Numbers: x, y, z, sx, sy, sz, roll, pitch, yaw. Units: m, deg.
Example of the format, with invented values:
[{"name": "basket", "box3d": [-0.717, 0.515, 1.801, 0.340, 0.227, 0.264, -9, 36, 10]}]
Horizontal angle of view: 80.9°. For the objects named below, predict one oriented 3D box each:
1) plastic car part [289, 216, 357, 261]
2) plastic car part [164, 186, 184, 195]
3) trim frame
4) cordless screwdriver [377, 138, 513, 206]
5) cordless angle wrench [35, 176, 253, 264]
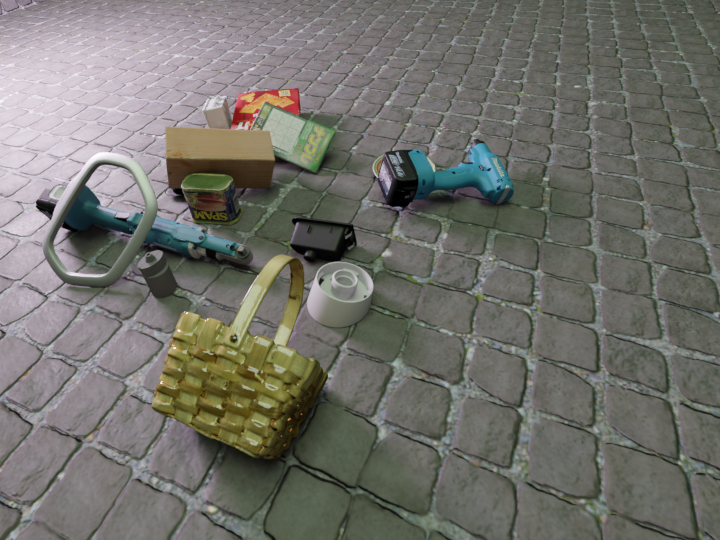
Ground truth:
[{"name": "plastic car part", "box3d": [-0.072, -0.047, 0.741, 0.120, 0.063, 0.072, 8, 61, 15]}, {"name": "plastic car part", "box3d": [-0.365, -0.239, 0.947, 0.067, 0.065, 0.205, 16, 51, 6]}, {"name": "trim frame", "box3d": [-0.454, -0.086, 0.734, 0.187, 0.027, 0.248, 33, 95, 7]}, {"name": "cordless screwdriver", "box3d": [0.161, -0.202, 0.835, 0.245, 0.073, 0.165, -3, 55, -9]}, {"name": "cordless angle wrench", "box3d": [-0.391, -0.078, 0.778, 0.433, 0.095, 0.075, 16, 65, 13]}]
